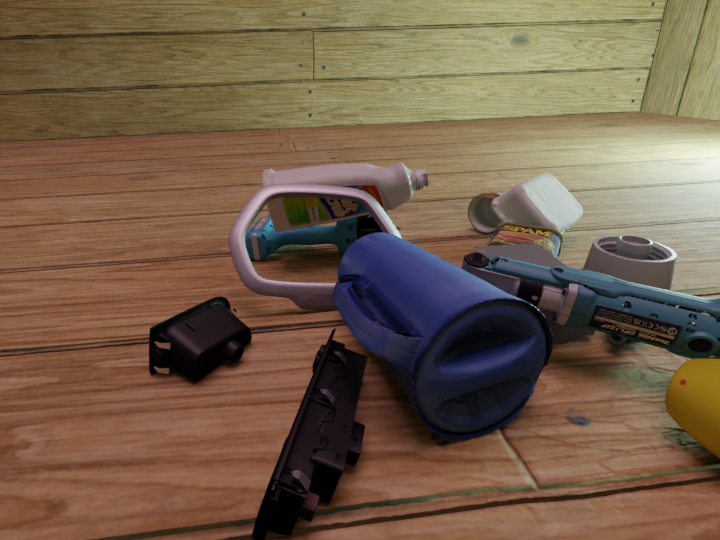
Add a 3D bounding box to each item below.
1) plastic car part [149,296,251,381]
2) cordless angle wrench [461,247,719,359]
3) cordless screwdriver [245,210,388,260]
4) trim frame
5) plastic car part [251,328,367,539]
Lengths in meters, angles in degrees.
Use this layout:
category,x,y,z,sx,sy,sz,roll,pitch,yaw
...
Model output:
category,x,y,z,sx,sy,sz,roll,pitch,yaw
plastic car part,-0.167,0.079,0.473,0.074,0.065,0.113,30,33,24
cordless angle wrench,0.310,0.051,0.390,0.439,0.095,0.074,15,36,20
cordless screwdriver,-0.074,-0.076,0.767,0.252,0.072,0.161,-2,25,7
trim frame,-0.058,-0.038,0.590,0.243,0.188,0.027,0,-22,-14
plastic car part,-0.029,0.122,0.361,0.067,0.065,0.205,10,26,1
